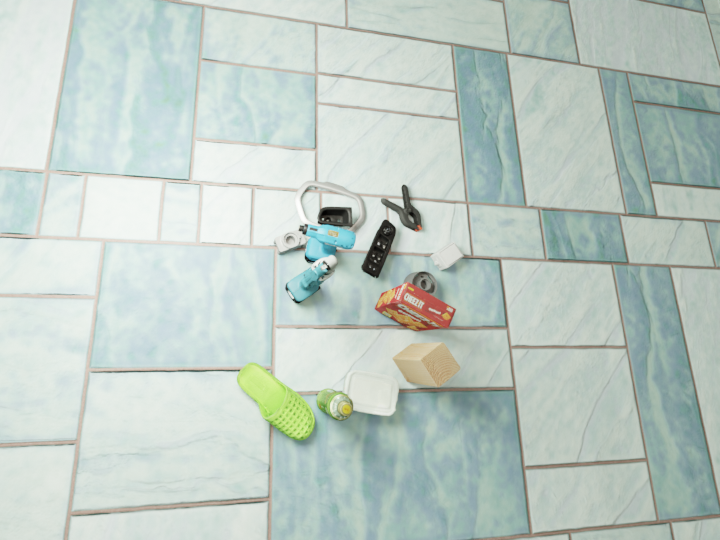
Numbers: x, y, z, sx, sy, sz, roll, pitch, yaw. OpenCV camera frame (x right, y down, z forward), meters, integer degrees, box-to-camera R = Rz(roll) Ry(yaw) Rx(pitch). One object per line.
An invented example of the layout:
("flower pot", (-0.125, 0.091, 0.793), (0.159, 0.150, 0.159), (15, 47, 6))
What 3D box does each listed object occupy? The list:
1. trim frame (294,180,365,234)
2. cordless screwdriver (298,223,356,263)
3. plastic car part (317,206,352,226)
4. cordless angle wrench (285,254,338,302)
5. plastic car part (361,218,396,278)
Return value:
("trim frame", (-0.100, -0.210, 1.409), (0.244, 0.028, 0.186), (14, 73, -9))
("cordless screwdriver", (-0.123, -0.080, 1.253), (0.156, 0.251, 0.075), (14, 75, -13))
("plastic car part", (-0.091, -0.170, 1.377), (0.114, 0.071, 0.067), (1, 78, -14))
("cordless angle wrench", (-0.124, 0.017, 1.135), (0.096, 0.427, 0.074), (-35, 91, -20))
("plastic car part", (0.059, -0.071, 1.387), (0.065, 0.067, 0.204), (27, 72, -8))
